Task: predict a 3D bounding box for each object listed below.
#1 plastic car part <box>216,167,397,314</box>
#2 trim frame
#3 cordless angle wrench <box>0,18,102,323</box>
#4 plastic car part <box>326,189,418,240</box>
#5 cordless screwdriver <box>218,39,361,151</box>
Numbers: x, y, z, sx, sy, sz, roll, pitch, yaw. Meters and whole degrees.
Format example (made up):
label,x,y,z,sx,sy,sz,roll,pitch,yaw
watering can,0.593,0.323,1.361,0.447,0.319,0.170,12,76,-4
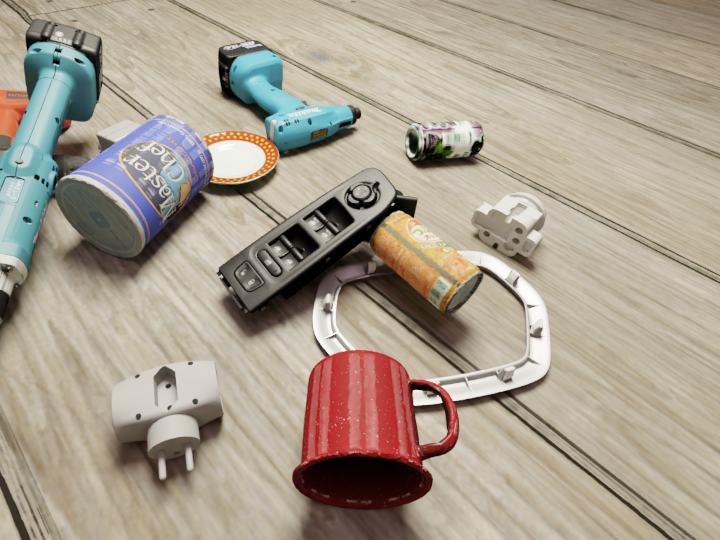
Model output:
label,x,y,z,sx,sy,sz,roll,pitch,yaw
plastic car part,-0.043,-0.028,0.441,0.202,0.064,0.070,-40,53,-8
trim frame,0.074,0.040,0.429,0.245,0.027,0.192,-8,47,-10
cordless angle wrench,-0.345,-0.095,0.436,0.071,0.098,0.437,8,57,-25
plastic car part,0.008,-0.079,0.520,0.119,0.064,0.071,12,31,10
cordless screwdriver,-0.124,-0.293,0.698,0.155,0.073,0.261,-24,57,-26
